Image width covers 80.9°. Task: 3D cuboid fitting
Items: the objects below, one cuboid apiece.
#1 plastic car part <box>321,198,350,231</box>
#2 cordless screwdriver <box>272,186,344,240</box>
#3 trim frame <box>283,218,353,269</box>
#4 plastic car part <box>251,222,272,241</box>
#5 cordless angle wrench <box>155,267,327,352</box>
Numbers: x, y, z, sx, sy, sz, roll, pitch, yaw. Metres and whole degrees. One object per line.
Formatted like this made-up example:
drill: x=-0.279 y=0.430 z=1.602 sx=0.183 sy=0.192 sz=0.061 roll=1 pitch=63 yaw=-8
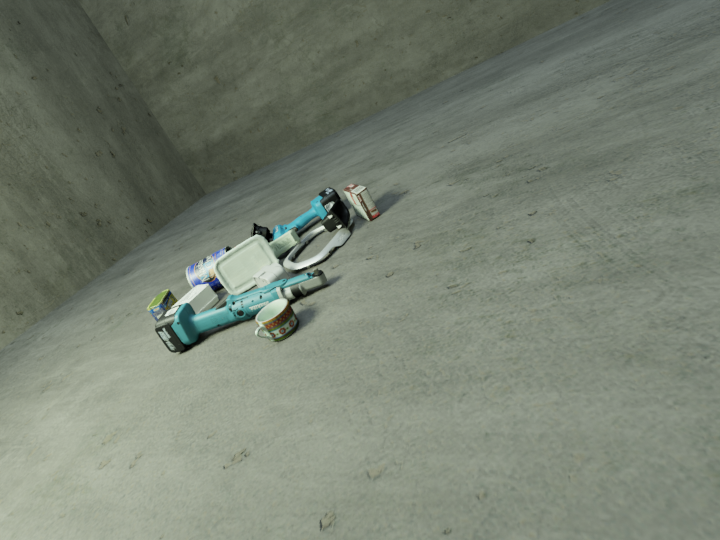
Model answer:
plastic car part: x=-0.074 y=-0.144 z=1.166 sx=0.072 sy=0.064 sz=0.118 roll=-37 pitch=16 yaw=20
cordless screwdriver: x=-0.165 y=-0.157 z=1.324 sx=0.249 sy=0.072 sz=0.165 roll=-34 pitch=24 yaw=1
trim frame: x=-0.113 y=-0.074 z=1.158 sx=0.191 sy=0.027 sz=0.247 roll=-12 pitch=28 yaw=37
plastic car part: x=-0.322 y=-0.115 z=1.379 sx=0.067 sy=0.066 sz=0.203 roll=11 pitch=-2 yaw=-3
cordless angle wrench: x=-0.272 y=0.083 z=0.975 sx=0.430 sy=0.095 sz=0.075 roll=-19 pitch=23 yaw=15
